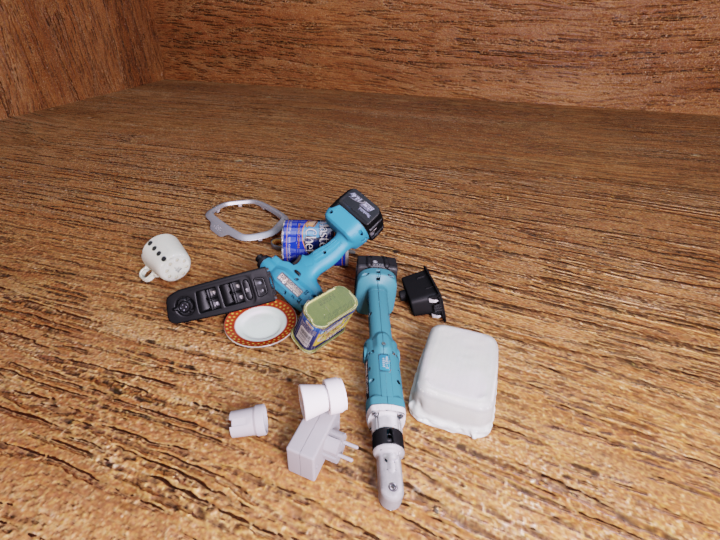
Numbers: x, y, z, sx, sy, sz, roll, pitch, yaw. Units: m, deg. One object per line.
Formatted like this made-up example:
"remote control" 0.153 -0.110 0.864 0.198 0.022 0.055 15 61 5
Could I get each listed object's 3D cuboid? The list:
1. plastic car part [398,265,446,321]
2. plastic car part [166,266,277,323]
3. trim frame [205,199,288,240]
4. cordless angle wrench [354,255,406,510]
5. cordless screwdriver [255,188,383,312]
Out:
"plastic car part" 0.110 0.045 0.803 0.071 0.063 0.121 -17 31 0
"plastic car part" -0.259 0.043 0.784 0.202 0.065 0.069 -16 16 -3
"trim frame" -0.302 -0.135 1.112 0.179 0.027 0.263 -27 43 -35
"cordless angle wrench" 0.031 0.131 0.645 0.074 0.095 0.435 3 36 -3
"cordless screwdriver" -0.081 -0.053 0.828 0.166 0.071 0.248 38 81 24
